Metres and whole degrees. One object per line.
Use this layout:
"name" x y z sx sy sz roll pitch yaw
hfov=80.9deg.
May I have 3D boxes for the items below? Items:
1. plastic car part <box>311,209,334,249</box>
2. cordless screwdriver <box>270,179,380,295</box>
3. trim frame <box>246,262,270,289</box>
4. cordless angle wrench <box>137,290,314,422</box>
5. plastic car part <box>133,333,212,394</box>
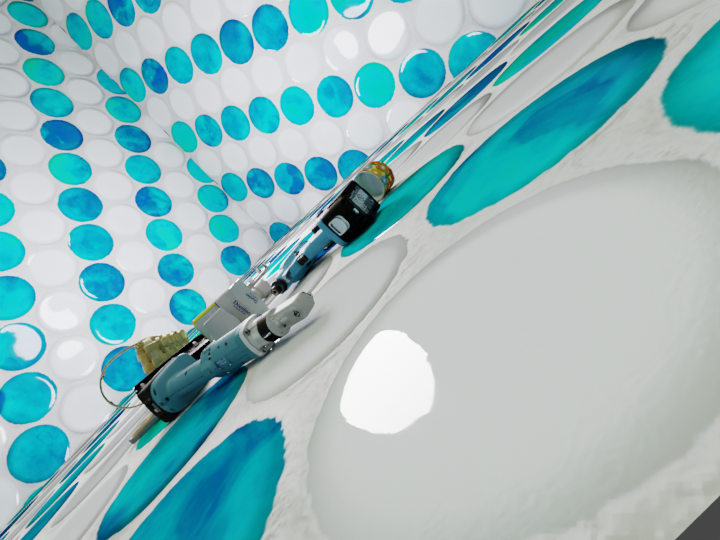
"plastic car part" -0.061 -0.105 0.920 0.117 0.070 0.067 -41 8 3
"cordless screwdriver" -0.079 -0.051 0.804 0.252 0.073 0.159 -40 12 40
"trim frame" -0.315 0.069 1.072 0.247 0.027 0.188 -49 13 -17
"cordless angle wrench" -0.212 0.132 0.645 0.432 0.073 0.098 -32 16 37
"plastic car part" -0.384 0.209 0.920 0.069 0.065 0.200 -18 21 47
